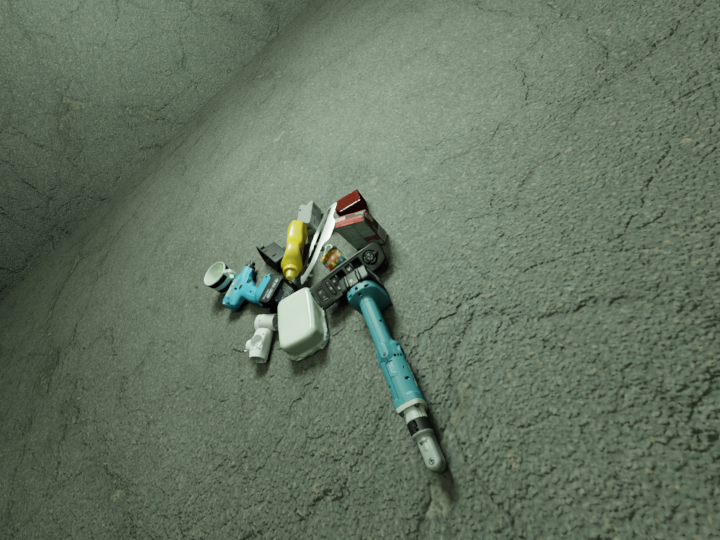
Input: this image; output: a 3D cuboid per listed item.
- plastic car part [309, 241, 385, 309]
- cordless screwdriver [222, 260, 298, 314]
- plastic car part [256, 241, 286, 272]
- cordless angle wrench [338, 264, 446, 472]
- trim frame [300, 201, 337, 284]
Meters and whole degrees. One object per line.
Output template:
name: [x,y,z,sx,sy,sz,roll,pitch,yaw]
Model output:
plastic car part: [-0.022,0.014,1.021,0.204,0.064,0.069,-39,66,6]
cordless screwdriver: [-0.283,0.043,1.202,0.261,0.070,0.160,0,57,43]
plastic car part: [-0.248,-0.046,1.260,0.070,0.063,0.123,-42,42,-20]
cordless angle wrench: [0.060,0.168,0.819,0.075,0.092,0.443,-36,45,14]
trim frame: [-0.110,-0.072,1.126,0.185,0.027,0.251,-46,22,59]
